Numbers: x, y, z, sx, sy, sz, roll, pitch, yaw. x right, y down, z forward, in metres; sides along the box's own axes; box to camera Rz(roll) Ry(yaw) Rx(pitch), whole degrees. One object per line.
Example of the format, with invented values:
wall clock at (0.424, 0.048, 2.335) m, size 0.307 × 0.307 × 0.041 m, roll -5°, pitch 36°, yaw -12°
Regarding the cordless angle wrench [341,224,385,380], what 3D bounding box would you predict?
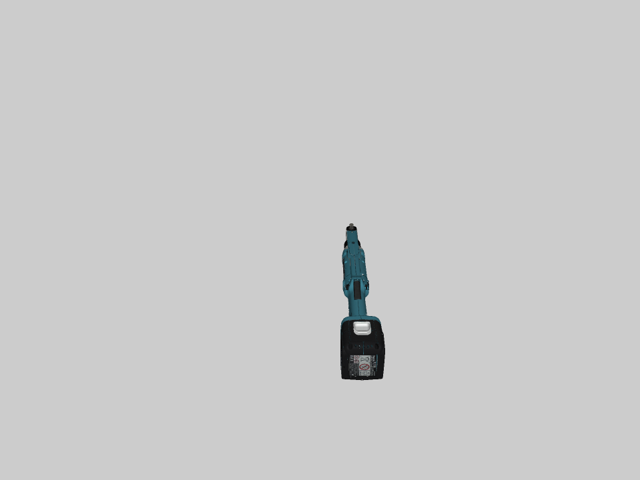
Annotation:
cordless angle wrench at (0.074, 0.096, 0.889) m, size 0.074 × 0.098 × 0.421 m, roll -1°, pitch 34°, yaw 1°
